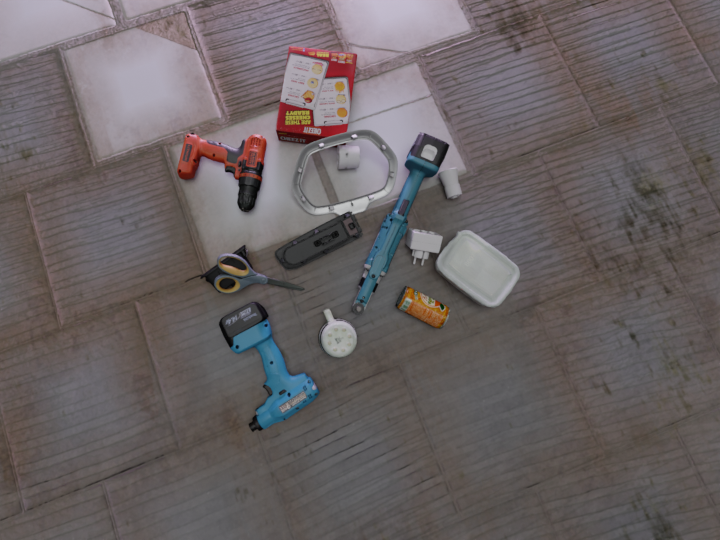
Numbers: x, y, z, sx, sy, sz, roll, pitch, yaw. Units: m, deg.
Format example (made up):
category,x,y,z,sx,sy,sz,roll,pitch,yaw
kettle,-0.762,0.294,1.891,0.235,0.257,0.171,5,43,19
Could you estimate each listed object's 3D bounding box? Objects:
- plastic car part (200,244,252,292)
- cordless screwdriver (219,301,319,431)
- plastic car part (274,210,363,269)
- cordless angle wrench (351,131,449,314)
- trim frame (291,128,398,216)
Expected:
category,x,y,z,sx,sy,sz,roll,pitch,yaw
plastic car part,-0.284,0.004,0.932,0.116,0.067,0.070,-40,100,-4
cordless screwdriver,-0.215,0.200,0.888,0.158,0.074,0.250,-33,86,-6
plastic car part,-0.092,-0.060,0.940,0.203,0.068,0.065,-26,101,-2
cordless angle wrench,0.075,-0.097,0.940,0.075,0.097,0.423,24,85,0
trim frame,-0.034,-0.214,0.952,0.247,0.028,0.178,-15,113,-5
